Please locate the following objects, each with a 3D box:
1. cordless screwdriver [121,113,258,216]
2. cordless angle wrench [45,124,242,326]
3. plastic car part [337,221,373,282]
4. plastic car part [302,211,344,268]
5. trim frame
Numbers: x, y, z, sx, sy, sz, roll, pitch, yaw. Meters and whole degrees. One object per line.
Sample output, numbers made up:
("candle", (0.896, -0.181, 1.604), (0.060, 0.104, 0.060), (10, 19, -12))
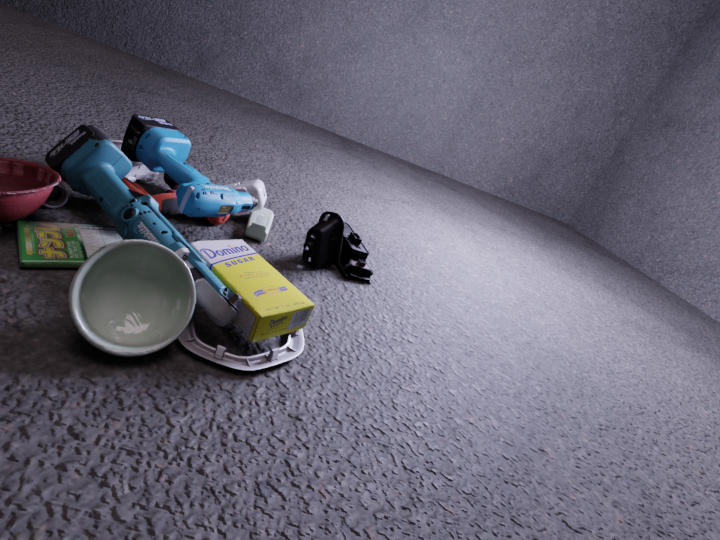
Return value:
("cordless screwdriver", (-0.305, -0.181, 0.760), (0.259, 0.074, 0.153), (42, 25, 22))
("cordless angle wrench", (-0.302, -0.067, 0.583), (0.444, 0.097, 0.071), (39, -11, 27))
("plastic car part", (-0.030, -0.053, 0.883), (0.064, 0.066, 0.213), (7, 24, -26))
("plastic car part", (-0.076, -0.050, 0.782), (0.069, 0.114, 0.069), (34, 47, 22))
("trim frame", (-0.169, 0.046, 0.579), (0.178, 0.027, 0.260), (11, 27, -22))
